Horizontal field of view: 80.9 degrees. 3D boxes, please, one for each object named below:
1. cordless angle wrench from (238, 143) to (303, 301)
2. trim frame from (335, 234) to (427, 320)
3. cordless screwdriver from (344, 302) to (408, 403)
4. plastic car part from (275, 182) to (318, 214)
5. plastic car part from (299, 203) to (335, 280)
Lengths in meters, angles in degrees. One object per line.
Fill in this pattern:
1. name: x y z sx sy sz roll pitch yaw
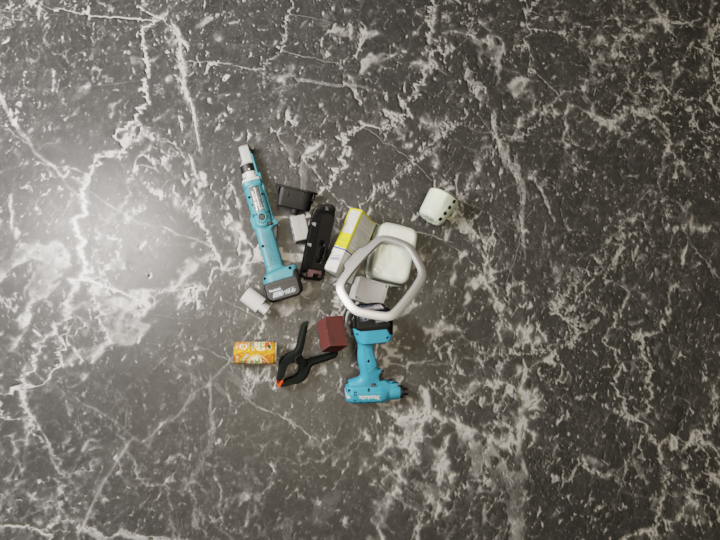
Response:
1. cordless angle wrench: -0.251 -0.131 1.094 0.097 0.074 0.429 -16 81 -10
2. trim frame: 0.051 0.014 1.026 0.189 0.027 0.247 34 65 14
3. cordless screwdriver: 0.046 0.208 1.045 0.157 0.076 0.246 1 99 -8
4. plastic car part: -0.176 -0.185 1.119 0.115 0.067 0.071 15 96 -8
5. plastic car part: -0.104 -0.068 1.066 0.065 0.069 0.201 9 99 -12
